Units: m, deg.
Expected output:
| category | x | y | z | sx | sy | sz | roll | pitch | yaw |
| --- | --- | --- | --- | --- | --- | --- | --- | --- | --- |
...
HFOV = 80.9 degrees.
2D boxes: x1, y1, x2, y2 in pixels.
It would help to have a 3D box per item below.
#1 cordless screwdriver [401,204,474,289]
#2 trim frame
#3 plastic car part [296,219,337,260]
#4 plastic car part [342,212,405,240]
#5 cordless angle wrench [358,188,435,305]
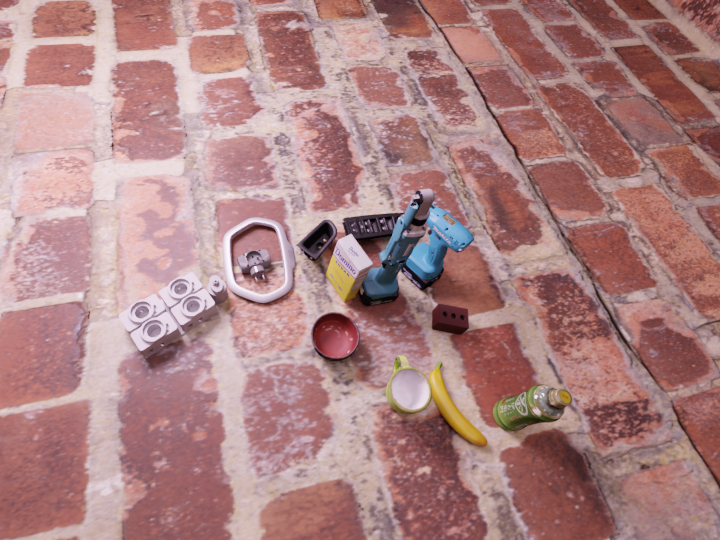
| category | x | y | z | sx | sy | sz | roll | pitch | yaw |
| --- | --- | --- | --- | --- | --- | --- | --- | --- | --- |
| cordless screwdriver | 0.163 | -0.065 | 1.039 | 0.073 | 0.245 | 0.164 | -35 | 73 | -26 |
| trim frame | -0.261 | -0.031 | 1.094 | 0.181 | 0.027 | 0.257 | -9 | 61 | -12 |
| plastic car part | -0.109 | -0.071 | 1.111 | 0.068 | 0.070 | 0.115 | 36 | 62 | 11 |
| plastic car part | 0.049 | -0.114 | 1.157 | 0.199 | 0.066 | 0.069 | -10 | 63 | -13 |
| cordless angle wrench | 0.079 | -0.040 | 0.915 | 0.096 | 0.417 | 0.077 | -8 | 64 | -16 |
